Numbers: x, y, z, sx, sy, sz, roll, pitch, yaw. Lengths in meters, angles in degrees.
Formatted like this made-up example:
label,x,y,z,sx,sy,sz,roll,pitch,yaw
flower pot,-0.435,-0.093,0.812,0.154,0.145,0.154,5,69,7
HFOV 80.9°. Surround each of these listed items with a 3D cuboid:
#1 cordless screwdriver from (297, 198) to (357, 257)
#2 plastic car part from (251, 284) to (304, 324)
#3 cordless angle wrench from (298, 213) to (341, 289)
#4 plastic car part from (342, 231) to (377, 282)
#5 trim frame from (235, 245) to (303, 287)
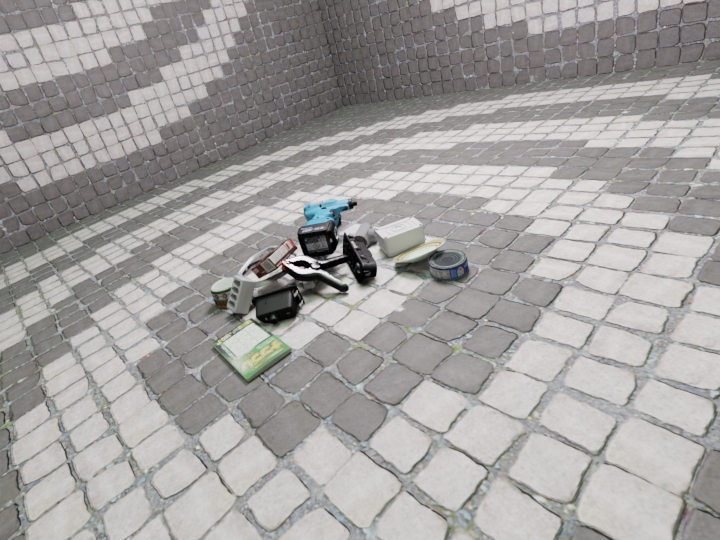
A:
label,x,y,z,sx,sy,sz,roll,pitch,yaw
cordless screwdriver,-0.087,-0.133,1.160,0.161,0.072,0.255,-12,30,8
plastic car part,-0.191,0.089,0.970,0.117,0.063,0.074,-17,41,6
cordless angle wrench,-0.118,-0.077,1.208,0.099,0.071,0.432,-12,31,10
plastic car part,-0.002,-0.030,1.074,0.066,0.065,0.210,6,24,-13
trim frame,-0.255,-0.015,1.184,0.182,0.026,0.261,-43,29,-23
